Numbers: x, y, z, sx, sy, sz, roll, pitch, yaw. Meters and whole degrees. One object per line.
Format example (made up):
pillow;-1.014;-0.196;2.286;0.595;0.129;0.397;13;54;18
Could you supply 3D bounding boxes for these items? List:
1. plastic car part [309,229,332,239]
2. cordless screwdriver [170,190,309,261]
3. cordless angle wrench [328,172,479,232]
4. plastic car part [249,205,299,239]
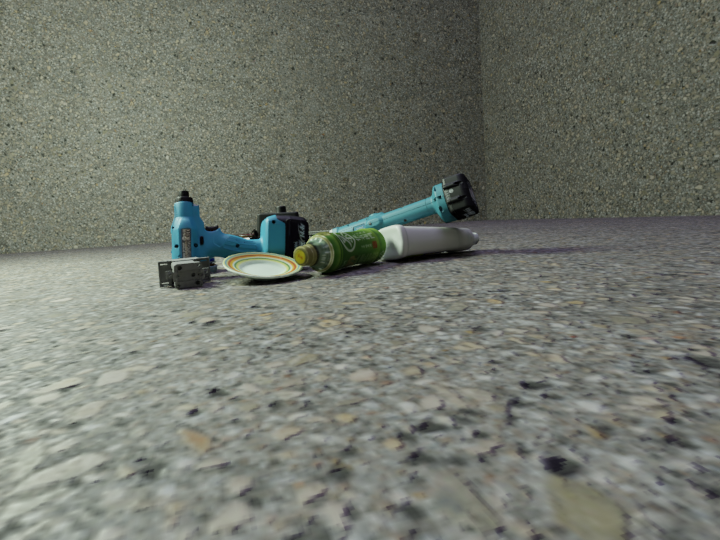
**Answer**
plastic car part;-0.109;-0.072;1.119;0.213;0.066;0.064;2;-3;36
cordless screwdriver;-0.224;-0.072;0.793;0.242;0.161;0.076;-4;-8;-18
cordless angle wrench;0.040;-0.101;0.955;0.435;0.076;0.093;-17;-14;26
plastic car part;-0.176;-0.102;0.907;0.118;0.070;0.065;-5;6;9
